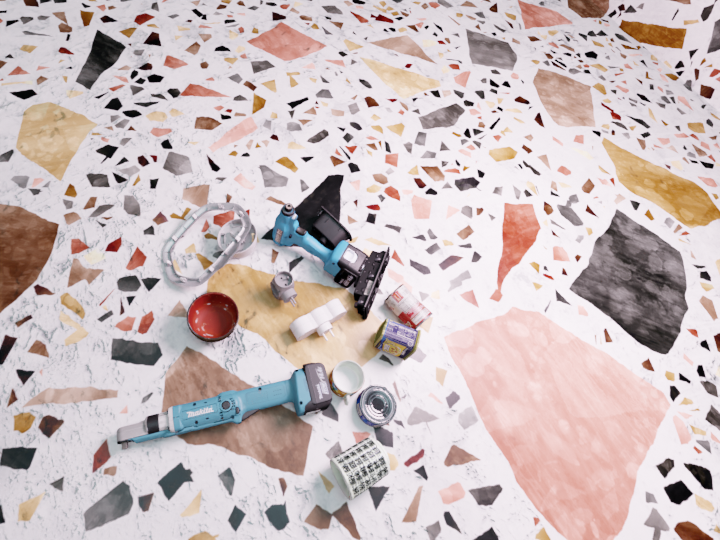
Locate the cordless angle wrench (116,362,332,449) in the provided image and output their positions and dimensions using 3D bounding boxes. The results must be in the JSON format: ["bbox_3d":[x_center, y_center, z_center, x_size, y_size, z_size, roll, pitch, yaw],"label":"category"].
[{"bbox_3d":[-0.271,0.281,0.863,0.415,0.073,0.101,-10,64,-14],"label":"cordless angle wrench"}]

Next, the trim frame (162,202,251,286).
[{"bbox_3d":[-0.377,-0.072,1.033,0.192,0.026,0.247,30,70,22],"label":"trim frame"}]

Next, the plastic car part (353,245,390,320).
[{"bbox_3d":[0.026,0.023,1.076,0.070,0.063,0.203,13,57,24],"label":"plastic car part"}]

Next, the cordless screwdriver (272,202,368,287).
[{"bbox_3d":[-0.102,-0.067,1.043,0.251,0.158,0.074,31,59,3],"label":"cordless screwdriver"}]

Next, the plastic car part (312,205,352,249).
[{"bbox_3d":[-0.085,-0.104,1.129,0.070,0.065,0.119,-42,79,-13],"label":"plastic car part"}]
